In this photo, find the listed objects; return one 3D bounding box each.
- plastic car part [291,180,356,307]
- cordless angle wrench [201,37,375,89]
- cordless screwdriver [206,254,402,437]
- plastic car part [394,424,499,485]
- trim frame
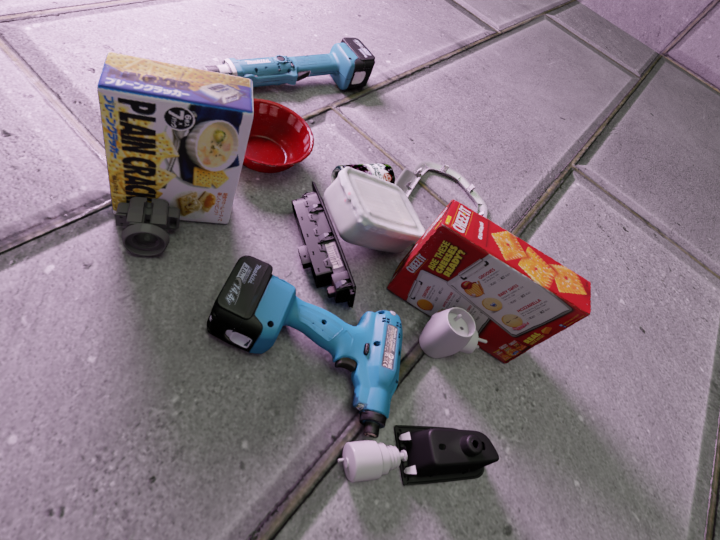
[{"bbox_3d":[-0.062,-0.040,0.631,0.067,0.064,0.211,-15,61,-2],"label":"plastic car part"},{"bbox_3d":[-0.162,-0.399,0.846,0.411,0.074,0.101,-22,67,-29],"label":"cordless angle wrench"},{"bbox_3d":[-0.065,0.091,0.522,0.244,0.074,0.162,22,51,-10],"label":"cordless screwdriver"},{"bbox_3d":[0.109,0.212,0.500,0.114,0.070,0.068,5,57,-15],"label":"plastic car part"},{"bbox_3d":[0.148,-0.123,0.788,0.186,0.027,0.247,32,52,5],"label":"trim frame"}]
